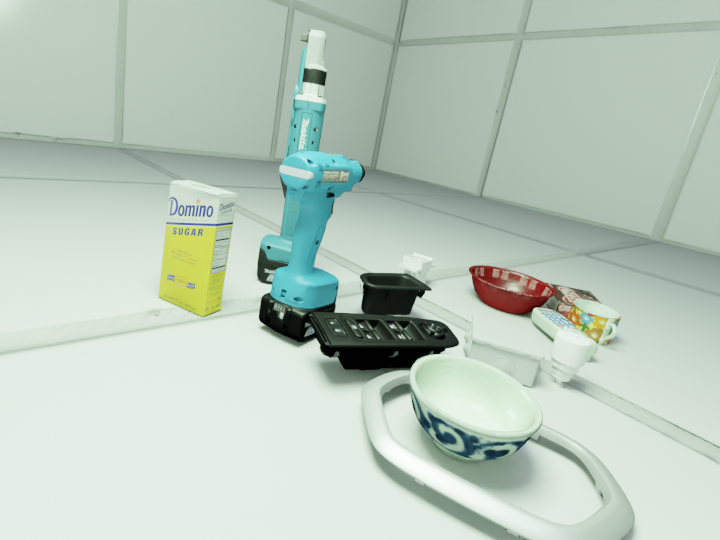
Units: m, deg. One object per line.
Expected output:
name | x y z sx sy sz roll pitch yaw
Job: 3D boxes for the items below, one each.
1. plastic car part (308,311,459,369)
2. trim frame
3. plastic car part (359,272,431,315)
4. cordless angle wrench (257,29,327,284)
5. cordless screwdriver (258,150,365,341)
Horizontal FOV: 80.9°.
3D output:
plastic car part | 0.034 0.093 0.525 0.195 0.066 0.070 1 19 -25
trim frame | 0.116 0.165 0.405 0.259 0.027 0.179 17 19 22
plastic car part | 0.042 0.044 0.673 0.112 0.070 0.070 -1 20 -31
cordless angle wrench | -0.103 -0.180 0.722 0.098 0.418 0.075 11 15 0
cordless screwdriver | -0.057 -0.037 0.586 0.078 0.246 0.153 19 18 27
